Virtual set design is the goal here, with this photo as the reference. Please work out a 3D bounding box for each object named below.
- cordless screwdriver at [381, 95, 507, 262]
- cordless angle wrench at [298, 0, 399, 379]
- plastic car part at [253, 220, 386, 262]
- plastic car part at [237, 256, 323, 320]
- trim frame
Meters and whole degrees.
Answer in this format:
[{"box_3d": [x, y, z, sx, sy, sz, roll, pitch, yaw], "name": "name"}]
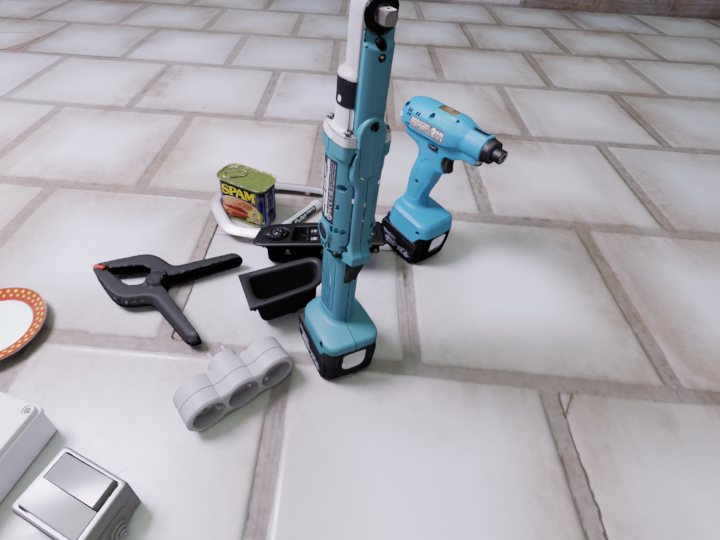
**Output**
[{"box_3d": [0.113, -0.115, 0.627, 0.072, 0.242, 0.168, -25, 52, -29], "name": "cordless screwdriver"}, {"box_3d": [-0.013, -0.043, 0.424, 0.072, 0.411, 0.103, -14, 48, -22], "name": "cordless angle wrench"}, {"box_3d": [-0.065, -0.043, 0.670, 0.203, 0.065, 0.068, 2, 44, -1], "name": "plastic car part"}, {"box_3d": [-0.103, 0.033, 0.587, 0.114, 0.069, 0.069, -15, 47, -18], "name": "plastic car part"}, {"box_3d": [-0.147, -0.113, 0.766, 0.249, 0.027, 0.189, 2, 44, 0], "name": "trim frame"}]
